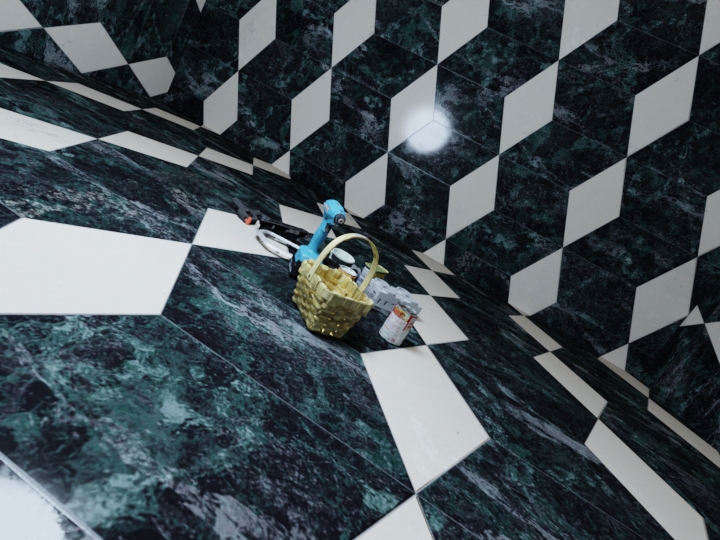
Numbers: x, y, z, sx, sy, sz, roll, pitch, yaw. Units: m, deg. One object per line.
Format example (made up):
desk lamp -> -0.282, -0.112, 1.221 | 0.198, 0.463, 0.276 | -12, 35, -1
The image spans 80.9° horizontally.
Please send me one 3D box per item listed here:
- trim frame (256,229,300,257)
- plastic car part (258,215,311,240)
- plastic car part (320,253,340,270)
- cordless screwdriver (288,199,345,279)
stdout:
trim frame -> -0.239, -0.070, 1.410 | 0.243, 0.027, 0.189 | 26, 14, -13
plastic car part -> -0.283, -0.146, 1.513 | 0.193, 0.067, 0.070 | 20, 17, -34
plastic car part -> -0.099, 0.007, 1.320 | 0.063, 0.071, 0.121 | 24, 15, -25
cordless screwdriver -> -0.118, -0.077, 1.208 | 0.072, 0.248, 0.165 | 25, 14, -21
